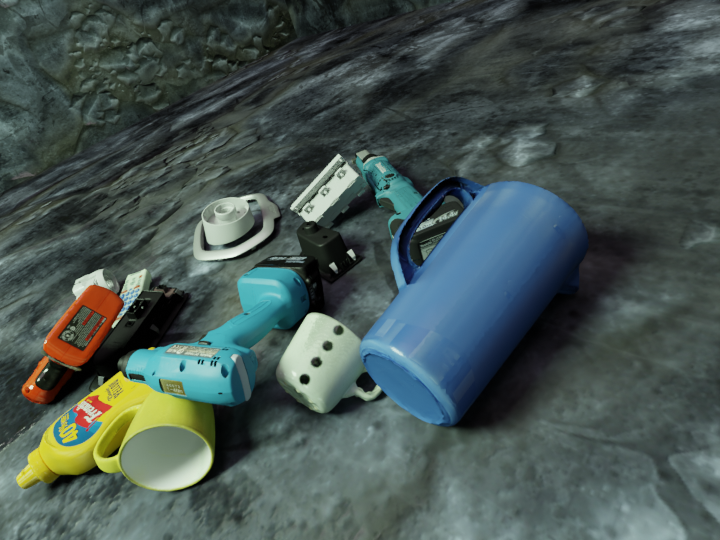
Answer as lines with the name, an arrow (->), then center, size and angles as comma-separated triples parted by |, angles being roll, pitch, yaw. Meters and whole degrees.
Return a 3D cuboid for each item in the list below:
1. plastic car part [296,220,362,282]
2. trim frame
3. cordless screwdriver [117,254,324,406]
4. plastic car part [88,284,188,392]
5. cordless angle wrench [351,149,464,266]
plastic car part -> -0.064, -0.042, 0.658 | 0.065, 0.068, 0.123 | -36, 40, -23
trim frame -> -0.254, -0.092, 0.861 | 0.184, 0.026, 0.260 | -25, 34, -3
cordless screwdriver -> -0.151, 0.060, 0.509 | 0.165, 0.072, 0.246 | -2, 23, 22
plastic car part -> -0.336, 0.090, 0.640 | 0.067, 0.065, 0.207 | 6, 44, 5
cordless angle wrench -> 0.056, -0.137, 0.721 | 0.098, 0.071, 0.441 | -23, 33, -1
